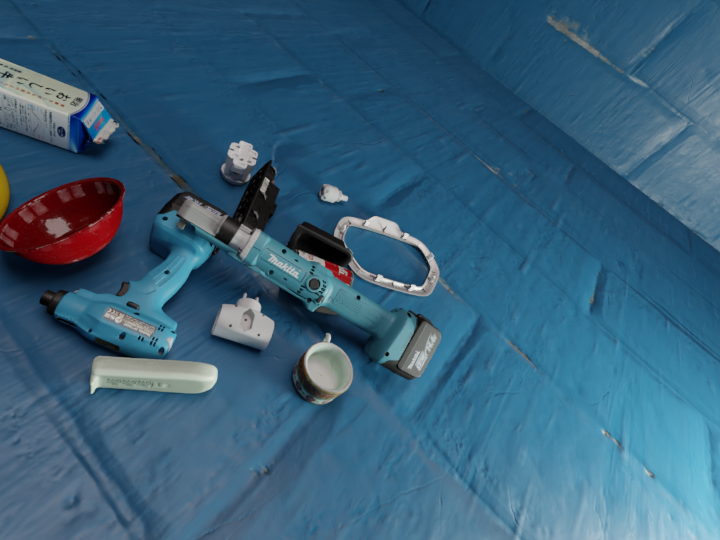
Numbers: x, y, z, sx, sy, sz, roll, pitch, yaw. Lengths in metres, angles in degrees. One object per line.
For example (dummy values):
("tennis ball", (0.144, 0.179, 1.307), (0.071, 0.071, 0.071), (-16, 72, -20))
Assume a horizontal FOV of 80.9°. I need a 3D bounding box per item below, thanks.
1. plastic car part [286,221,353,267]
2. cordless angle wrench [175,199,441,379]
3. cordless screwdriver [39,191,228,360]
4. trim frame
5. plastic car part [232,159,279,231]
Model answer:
("plastic car part", (-0.075, -0.049, 0.769), (0.113, 0.066, 0.073), (23, 29, -19))
("cordless angle wrench", (-0.074, 0.020, 0.621), (0.412, 0.076, 0.098), (33, 83, -13))
("cordless screwdriver", (-0.291, -0.008, 0.580), (0.156, 0.074, 0.253), (24, 46, -11))
("trim frame", (0.058, -0.036, 0.860), (0.241, 0.027, 0.190), (15, 44, -18))
("plastic car part", (-0.188, -0.113, 0.758), (0.064, 0.068, 0.207), (47, 33, -28))
